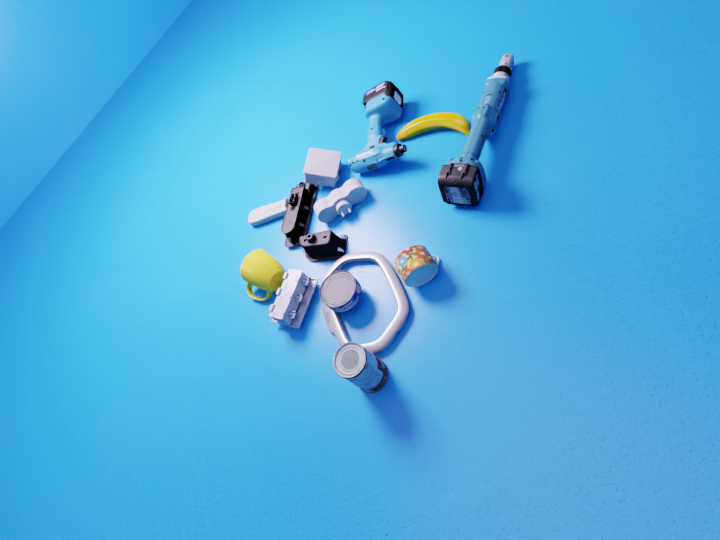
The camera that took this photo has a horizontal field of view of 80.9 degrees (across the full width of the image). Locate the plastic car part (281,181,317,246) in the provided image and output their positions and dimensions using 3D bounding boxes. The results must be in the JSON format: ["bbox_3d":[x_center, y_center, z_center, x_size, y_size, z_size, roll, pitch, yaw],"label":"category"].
[{"bbox_3d":[-0.165,-0.158,1.112,0.068,0.063,0.207,-3,63,21],"label":"plastic car part"}]

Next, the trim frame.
[{"bbox_3d":[0.000,0.062,0.898,0.186,0.026,0.260,-31,52,10],"label":"trim frame"}]

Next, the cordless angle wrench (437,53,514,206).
[{"bbox_3d":[0.277,-0.334,0.936,0.078,0.093,0.425,10,65,31],"label":"cordless angle wrench"}]

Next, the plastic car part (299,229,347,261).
[{"bbox_3d":[-0.098,-0.064,1.006,0.121,0.067,0.067,-5,58,25],"label":"plastic car part"}]

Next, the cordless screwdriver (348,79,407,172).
[{"bbox_3d":[0.062,-0.370,1.080,0.166,0.070,0.252,-9,60,41],"label":"cordless screwdriver"}]
